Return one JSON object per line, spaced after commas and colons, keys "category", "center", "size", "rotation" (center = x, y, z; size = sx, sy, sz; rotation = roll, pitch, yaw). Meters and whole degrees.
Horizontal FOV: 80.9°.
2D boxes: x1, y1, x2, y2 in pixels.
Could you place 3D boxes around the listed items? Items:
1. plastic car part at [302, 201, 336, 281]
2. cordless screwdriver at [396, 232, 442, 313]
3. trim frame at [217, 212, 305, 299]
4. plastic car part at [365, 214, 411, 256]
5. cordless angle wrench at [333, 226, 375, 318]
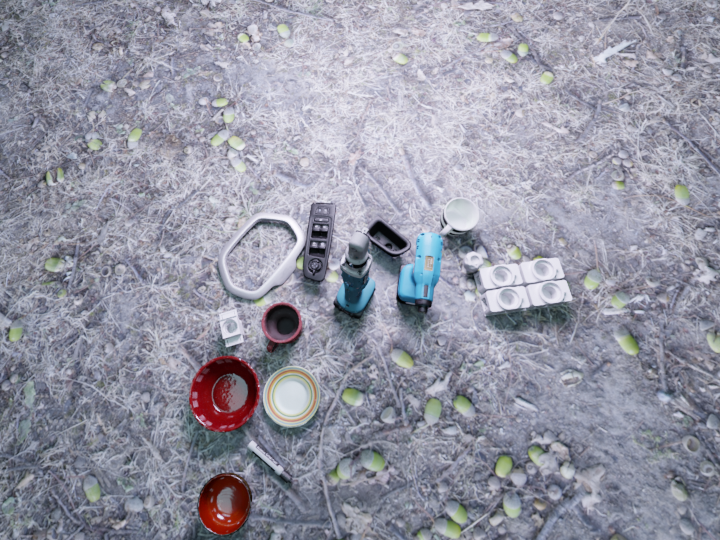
{"category": "plastic car part", "center": [-0.104, -0.068, 1.064], "size": [0.067, 0.065, 0.206], "rotation": [6, 72, 3]}
{"category": "cordless screwdriver", "center": [0.126, 0.032, 0.920], "size": [0.075, 0.243, 0.161], "rotation": [8, 73, 1]}
{"category": "trim frame", "center": [-0.254, -0.041, 1.086], "size": [0.189, 0.027, 0.248], "rotation": [35, 77, 14]}
{"category": "plastic car part", "center": [0.065, -0.071, 1.052], "size": [0.120, 0.069, 0.066], "rotation": [40, 77, 14]}
{"category": "cordless angle wrench", "center": [-0.009, 0.012, 0.846], "size": [0.076, 0.414, 0.098], "rotation": [28, 75, 7]}
